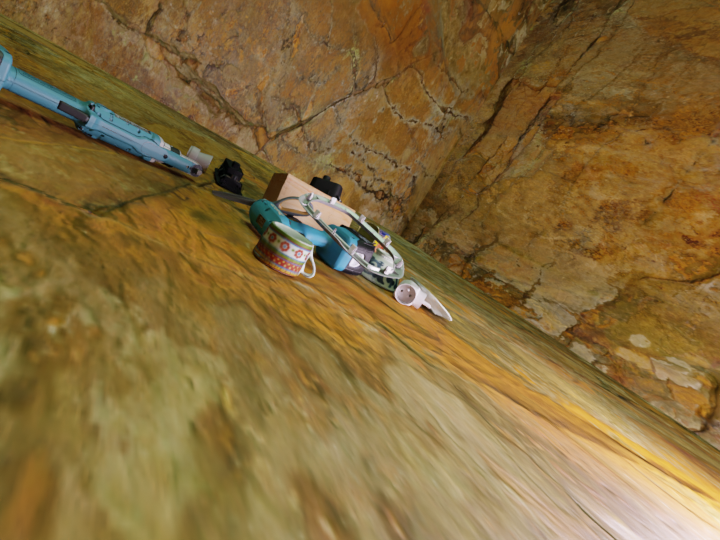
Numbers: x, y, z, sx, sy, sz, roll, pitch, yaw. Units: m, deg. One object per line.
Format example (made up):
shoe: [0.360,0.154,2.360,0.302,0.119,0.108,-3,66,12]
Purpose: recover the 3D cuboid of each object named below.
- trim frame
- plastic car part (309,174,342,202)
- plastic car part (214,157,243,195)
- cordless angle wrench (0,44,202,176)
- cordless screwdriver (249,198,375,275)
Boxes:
trim frame: [-0.013,-0.072,0.787,0.259,0.027,0.176,46,28,23]
plastic car part: [-0.095,-0.219,1.138,0.120,0.071,0.064,25,-5,13]
plastic car part: [-0.329,-0.246,1.063,0.063,0.067,0.212,19,11,-27]
cordless angle wrench: [-0.439,-0.248,0.701,0.103,0.074,0.400,38,9,35]
cordless screwdriver: [-0.076,-0.050,0.779,0.235,0.074,0.168,18,18,-40]
